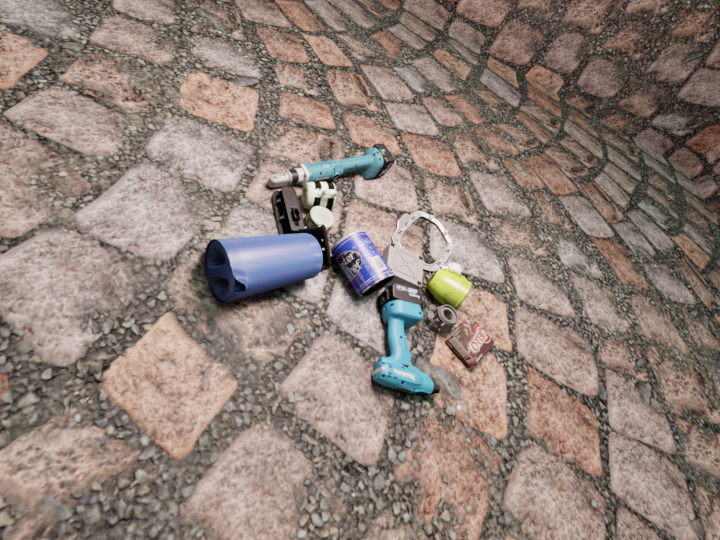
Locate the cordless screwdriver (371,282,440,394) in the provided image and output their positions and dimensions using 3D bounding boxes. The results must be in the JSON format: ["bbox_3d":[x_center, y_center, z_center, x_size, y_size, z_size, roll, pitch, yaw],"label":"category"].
[{"bbox_3d":[0.113,0.162,0.993,0.155,0.075,0.254,19,52,-16],"label":"cordless screwdriver"}]

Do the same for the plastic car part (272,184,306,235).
[{"bbox_3d":[-0.180,-0.141,1.081,0.064,0.066,0.211,-4,55,-25],"label":"plastic car part"}]

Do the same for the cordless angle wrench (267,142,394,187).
[{"bbox_3d":[-0.083,-0.295,1.235,0.409,0.098,0.076,-20,72,-34],"label":"cordless angle wrench"}]

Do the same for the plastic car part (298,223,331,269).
[{"bbox_3d":[-0.102,-0.067,1.046,0.068,0.112,0.072,-4,30,15],"label":"plastic car part"}]

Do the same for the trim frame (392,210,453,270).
[{"bbox_3d":[0.190,-0.095,1.267,0.187,0.027,0.245,40,48,7],"label":"trim frame"}]
